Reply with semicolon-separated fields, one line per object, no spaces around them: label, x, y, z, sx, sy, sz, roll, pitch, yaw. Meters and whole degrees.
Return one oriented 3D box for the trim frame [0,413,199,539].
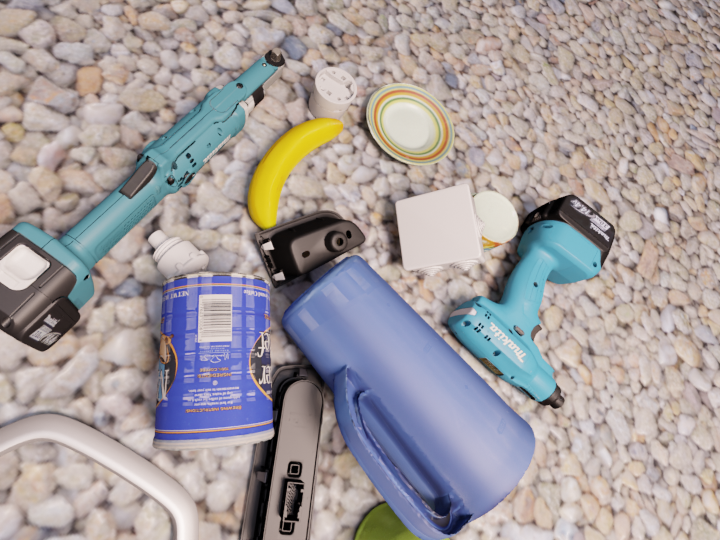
trim frame;-0.252;0.235;0.348;0.246;0.028;0.184;33;65;-6

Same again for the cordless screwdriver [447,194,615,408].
cordless screwdriver;0.236;0.033;0.534;0.159;0.075;0.247;42;70;-1

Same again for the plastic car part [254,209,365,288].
plastic car part;-0.046;-0.030;0.465;0.114;0.074;0.065;-25;105;-21

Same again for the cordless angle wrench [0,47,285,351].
cordless angle wrench;-0.205;-0.114;0.452;0.074;0.099;0.423;35;62;-7

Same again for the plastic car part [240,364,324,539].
plastic car part;-0.069;0.190;0.399;0.065;0.067;0.207;9;67;-9
